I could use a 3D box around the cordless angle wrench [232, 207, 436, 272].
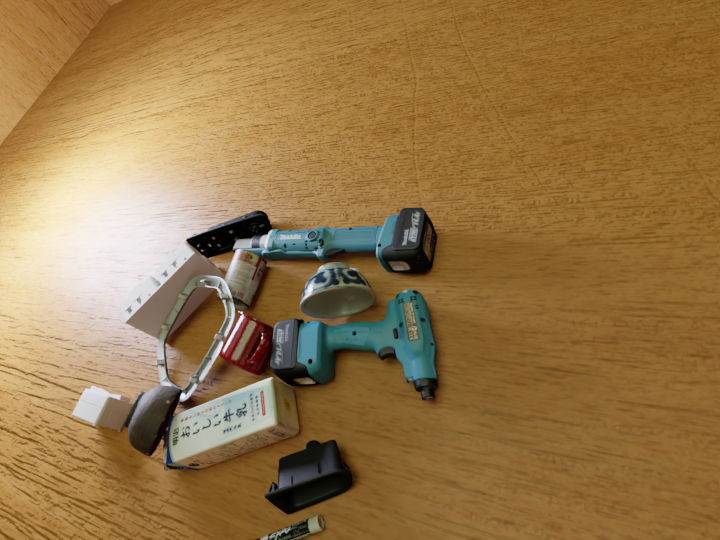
[{"bbox_3d":[-0.078,-0.051,0.798,0.442,0.070,0.099,0,60,31],"label":"cordless angle wrench"}]

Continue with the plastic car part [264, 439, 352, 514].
[{"bbox_3d":[-0.069,0.278,0.591,0.117,0.063,0.074,-27,37,6],"label":"plastic car part"}]

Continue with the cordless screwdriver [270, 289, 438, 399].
[{"bbox_3d":[-0.011,0.130,0.643,0.254,0.070,0.164,-15,54,15],"label":"cordless screwdriver"}]

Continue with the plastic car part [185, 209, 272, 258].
[{"bbox_3d":[-0.281,-0.084,0.936,0.208,0.064,0.068,-14,29,22],"label":"plastic car part"}]

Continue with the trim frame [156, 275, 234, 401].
[{"bbox_3d":[-0.318,0.122,0.796,0.194,0.026,0.248,39,99,35],"label":"trim frame"}]
